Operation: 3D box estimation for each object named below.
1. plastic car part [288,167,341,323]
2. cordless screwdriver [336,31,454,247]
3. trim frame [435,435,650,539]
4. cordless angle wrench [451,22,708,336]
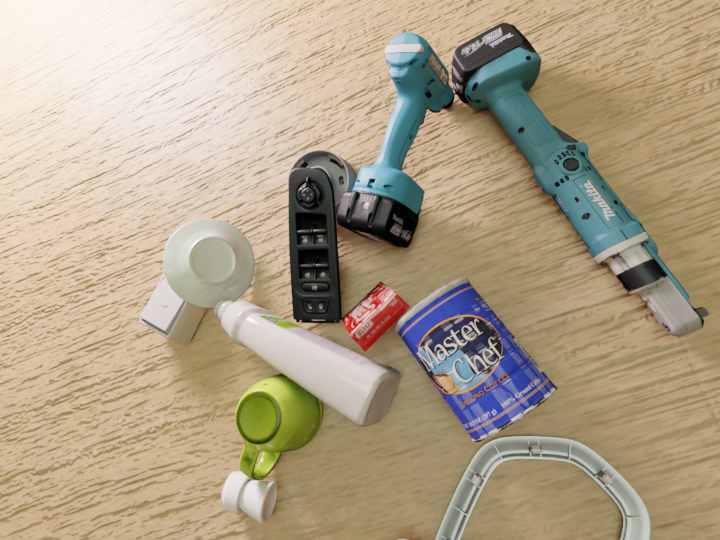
[{"bbox_3d":[-0.055,-0.036,0.562,0.069,0.065,0.201,-1,98,23],"label":"plastic car part"},{"bbox_3d":[0.061,-0.157,0.558,0.078,0.151,0.248,17,92,32],"label":"cordless screwdriver"},{"bbox_3d":[0.177,0.292,0.423,0.191,0.026,0.249,25,80,21],"label":"trim frame"},{"bbox_3d":[0.250,-0.119,0.513,0.099,0.071,0.437,-27,69,6],"label":"cordless angle wrench"}]
